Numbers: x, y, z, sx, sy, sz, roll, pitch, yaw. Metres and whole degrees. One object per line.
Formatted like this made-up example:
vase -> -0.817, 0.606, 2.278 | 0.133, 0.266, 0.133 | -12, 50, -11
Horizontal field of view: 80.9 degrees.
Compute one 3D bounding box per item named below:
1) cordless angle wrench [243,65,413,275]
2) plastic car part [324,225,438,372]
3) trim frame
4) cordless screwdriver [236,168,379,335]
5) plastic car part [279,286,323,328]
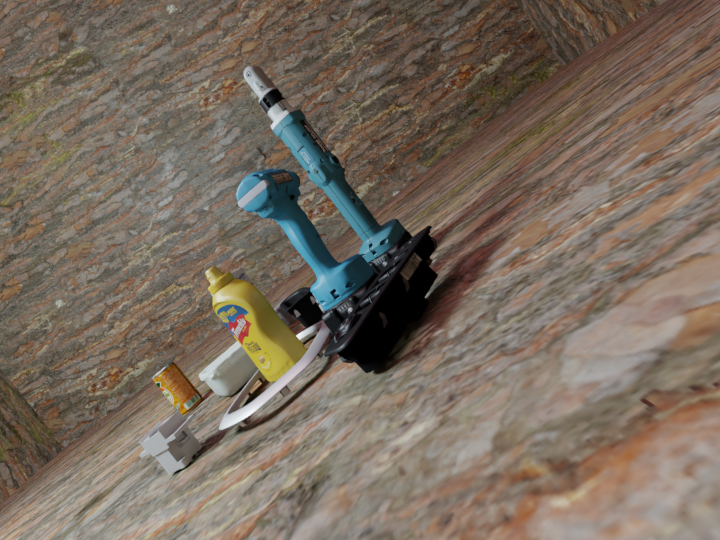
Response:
cordless angle wrench -> -0.059, -0.169, 0.709 | 0.076, 0.421, 0.096 | -36, 3, 31
plastic car part -> 0.032, 0.034, 0.451 | 0.068, 0.066, 0.200 | -32, 9, 47
trim frame -> -0.113, 0.141, 0.607 | 0.186, 0.027, 0.248 | -36, 9, 13
cordless screwdriver -> -0.057, -0.037, 0.586 | 0.075, 0.247, 0.158 | -37, 4, 19
plastic car part -> -0.102, 0.074, 0.773 | 0.065, 0.070, 0.118 | -39, 7, -14
